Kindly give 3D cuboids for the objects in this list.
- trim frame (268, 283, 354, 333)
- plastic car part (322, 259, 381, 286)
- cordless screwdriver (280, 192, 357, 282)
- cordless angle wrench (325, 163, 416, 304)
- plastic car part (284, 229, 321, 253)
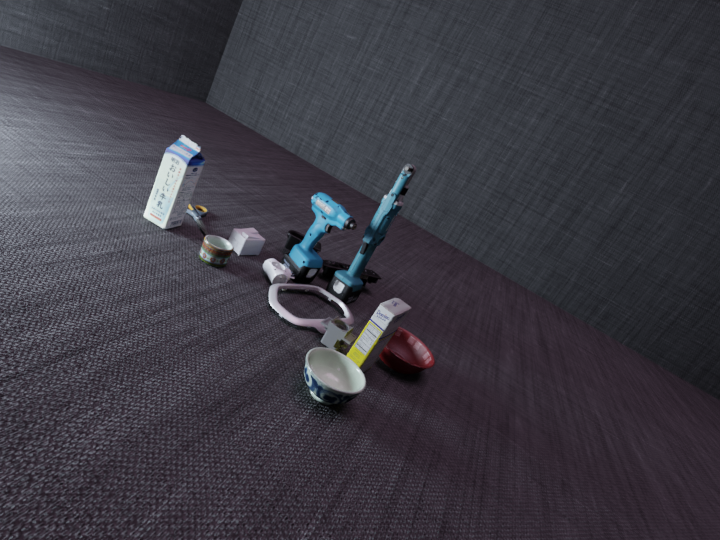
[{"bbox_3d":[-0.123,0.090,1.060,0.236,0.027,0.195,7,27,-45],"label":"trim frame"},{"bbox_3d":[-0.039,0.011,1.320,0.194,0.067,0.069,18,21,-26],"label":"plastic car part"},{"bbox_3d":[-0.114,-0.074,1.163,0.071,0.248,0.168,5,29,-51],"label":"cordless screwdriver"},{"bbox_3d":[0.038,-0.099,1.161,0.077,0.421,0.094,36,19,21],"label":"cordless angle wrench"},{"bbox_3d":[-0.189,-0.074,1.337,0.114,0.071,0.067,24,19,-10],"label":"plastic car part"}]
